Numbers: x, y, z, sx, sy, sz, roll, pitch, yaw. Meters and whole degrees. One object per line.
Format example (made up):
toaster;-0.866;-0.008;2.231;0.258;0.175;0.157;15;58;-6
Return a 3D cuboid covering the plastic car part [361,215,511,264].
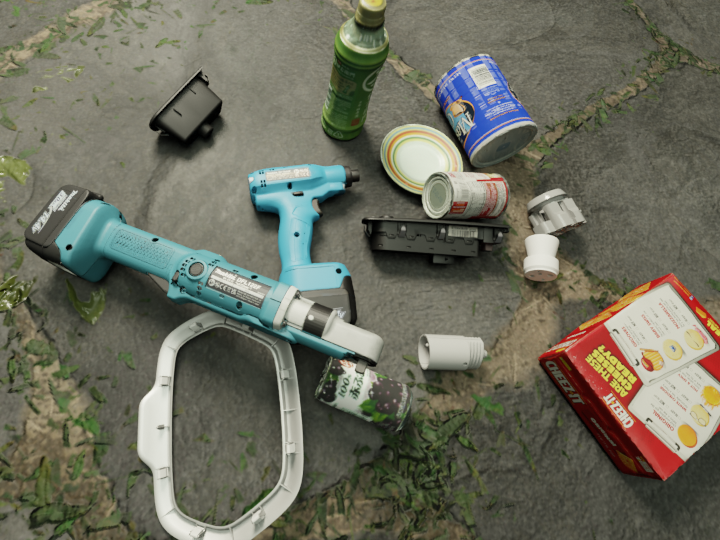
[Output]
plastic car part;0.097;-0.044;0.593;0.201;0.067;0.067;8;93;-6

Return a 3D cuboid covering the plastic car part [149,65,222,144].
plastic car part;-0.249;-0.231;0.631;0.070;0.067;0.117;33;69;-11

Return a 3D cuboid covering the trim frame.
trim frame;-0.156;0.164;0.465;0.186;0.026;0.254;-10;71;8

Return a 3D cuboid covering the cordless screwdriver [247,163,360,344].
cordless screwdriver;-0.055;-0.036;0.560;0.157;0.073;0.257;-10;65;-10

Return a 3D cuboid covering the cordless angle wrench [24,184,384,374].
cordless angle wrench;-0.177;0.011;0.474;0.435;0.072;0.098;19;67;15
